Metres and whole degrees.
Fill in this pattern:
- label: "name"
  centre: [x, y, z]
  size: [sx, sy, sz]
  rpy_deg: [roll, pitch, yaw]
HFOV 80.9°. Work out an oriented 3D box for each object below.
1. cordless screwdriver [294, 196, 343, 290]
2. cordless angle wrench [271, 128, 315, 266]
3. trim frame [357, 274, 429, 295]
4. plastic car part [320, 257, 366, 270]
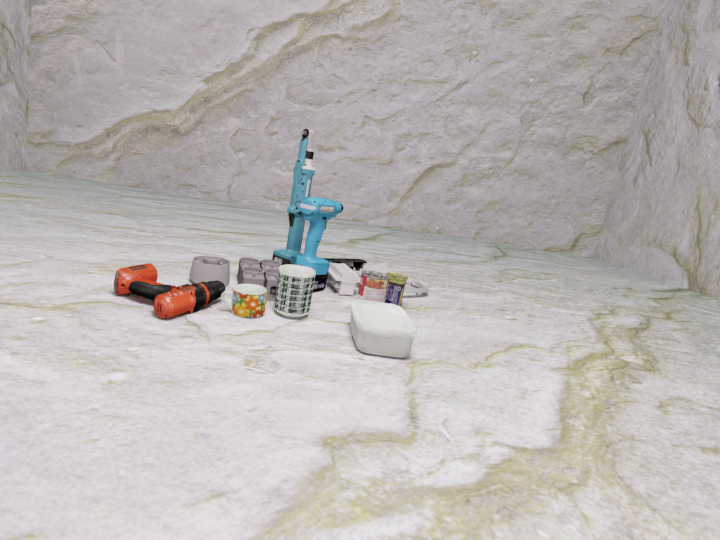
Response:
- label: "cordless screwdriver"
  centre: [-0.112, -0.073, 1.145]
  size: [0.078, 0.246, 0.153]
  rpy_deg: [16, 12, 30]
- label: "cordless angle wrench"
  centre: [-0.176, -0.186, 1.203]
  size: [0.078, 0.419, 0.093]
  rpy_deg: [18, 13, 37]
- label: "trim frame"
  centre: [0.093, 0.041, 1.286]
  size: [0.237, 0.027, 0.194]
  rpy_deg: [0, 16, -35]
- label: "plastic car part"
  centre: [-0.086, -0.013, 1.308]
  size: [0.197, 0.066, 0.069]
  rpy_deg: [5, 12, -18]
